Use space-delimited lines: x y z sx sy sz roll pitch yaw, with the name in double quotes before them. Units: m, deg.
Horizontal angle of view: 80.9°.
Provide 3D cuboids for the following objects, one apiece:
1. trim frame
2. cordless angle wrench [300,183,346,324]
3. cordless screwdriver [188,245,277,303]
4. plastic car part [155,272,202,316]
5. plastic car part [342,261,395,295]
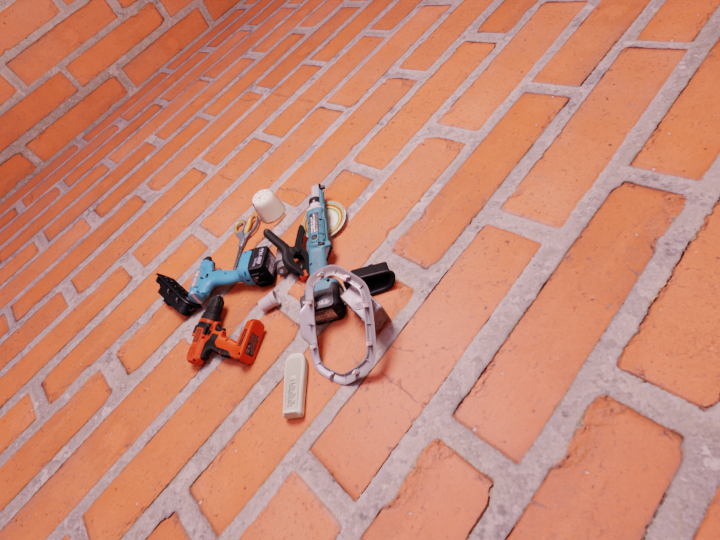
"trim frame" -0.052 0.112 0.881 0.192 0.026 0.249 -7 88 36
"cordless angle wrench" -0.106 -0.070 1.088 0.100 0.070 0.438 -18 52 13
"cordless screwdriver" -0.353 -0.005 1.171 0.254 0.071 0.164 -16 43 15
"plastic car part" -0.532 0.073 1.214 0.215 0.063 0.067 24 77 37
"plastic car part" 0.021 0.015 0.986 0.118 0.063 0.073 -19 35 8
